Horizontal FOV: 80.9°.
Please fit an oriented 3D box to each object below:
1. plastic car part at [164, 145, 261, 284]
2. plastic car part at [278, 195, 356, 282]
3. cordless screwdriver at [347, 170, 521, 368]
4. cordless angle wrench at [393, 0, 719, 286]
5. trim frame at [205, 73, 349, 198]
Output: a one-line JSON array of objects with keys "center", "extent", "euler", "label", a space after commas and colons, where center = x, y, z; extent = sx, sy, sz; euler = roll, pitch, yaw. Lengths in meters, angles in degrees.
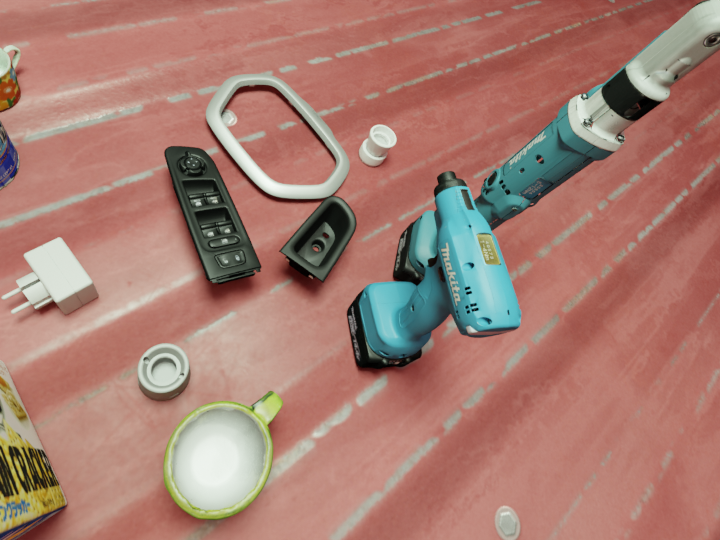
[{"center": [-0.193, -0.071, 0.535], "extent": [0.064, 0.067, 0.209], "euler": [-17, 71, -27], "label": "plastic car part"}, {"center": [-0.055, -0.036, 0.562], "extent": [0.066, 0.071, 0.116], "euler": [35, 58, -3], "label": "plastic car part"}, {"center": [0.061, 0.017, 0.471], "extent": [0.072, 0.250, 0.164], "euler": [1, 67, -23], "label": "cordless screwdriver"}, {"center": [0.165, -0.090, 0.458], "extent": [0.073, 0.425, 0.099], "euler": [22, 61, -13], "label": "cordless angle wrench"}, {"center": [-0.124, -0.209, 0.652], "extent": [0.181, 0.027, 0.253], "euler": [-37, 80, -30], "label": "trim frame"}]
